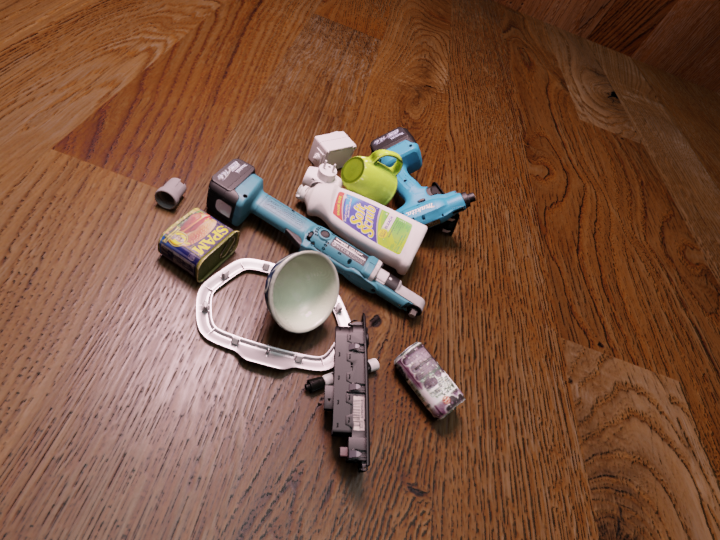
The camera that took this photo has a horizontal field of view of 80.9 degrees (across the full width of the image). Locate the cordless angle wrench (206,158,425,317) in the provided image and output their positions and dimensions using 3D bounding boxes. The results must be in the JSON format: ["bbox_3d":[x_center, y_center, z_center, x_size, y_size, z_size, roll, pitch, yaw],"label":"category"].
[{"bbox_3d":[-0.073,-0.047,0.742,0.427,0.074,0.098,32,48,4],"label":"cordless angle wrench"}]

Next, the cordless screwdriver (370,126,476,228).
[{"bbox_3d":[0.121,-0.197,0.886,0.161,0.070,0.259,-22,56,10],"label":"cordless screwdriver"}]

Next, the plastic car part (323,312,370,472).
[{"bbox_3d":[-0.015,0.158,0.579,0.068,0.064,0.207,2,60,5],"label":"plastic car part"}]

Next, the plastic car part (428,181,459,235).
[{"bbox_3d":[0.149,-0.131,0.901,0.070,0.064,0.122,-15,54,-15],"label":"plastic car part"}]

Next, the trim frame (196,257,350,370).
[{"bbox_3d":[-0.129,0.065,0.656,0.245,0.027,0.188,18,49,-8],"label":"trim frame"}]
